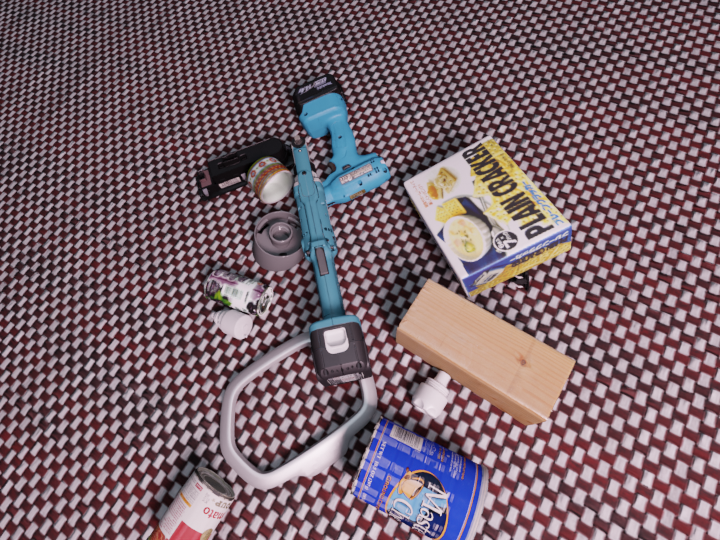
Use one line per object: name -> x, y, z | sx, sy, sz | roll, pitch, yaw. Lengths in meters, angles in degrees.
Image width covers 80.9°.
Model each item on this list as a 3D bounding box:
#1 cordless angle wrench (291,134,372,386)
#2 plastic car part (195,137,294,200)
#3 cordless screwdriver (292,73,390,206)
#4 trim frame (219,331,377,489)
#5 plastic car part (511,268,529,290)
cordless angle wrench -> -0.065, -0.043, 0.670 | 0.074, 0.094, 0.437 | -13, 64, 0
plastic car part -> -0.225, -0.206, 0.814 | 0.202, 0.064, 0.069 | -19, 59, -3
cordless screwdriver -> -0.064, -0.237, 0.795 | 0.160, 0.071, 0.257 | -26, 68, 7
trim frame -> -0.095, 0.201, 0.626 | 0.247, 0.026, 0.192 | -33, 64, -8
plastic car part -> 0.225, -0.032, 0.667 | 0.073, 0.062, 0.119 | -7, 61, 19
